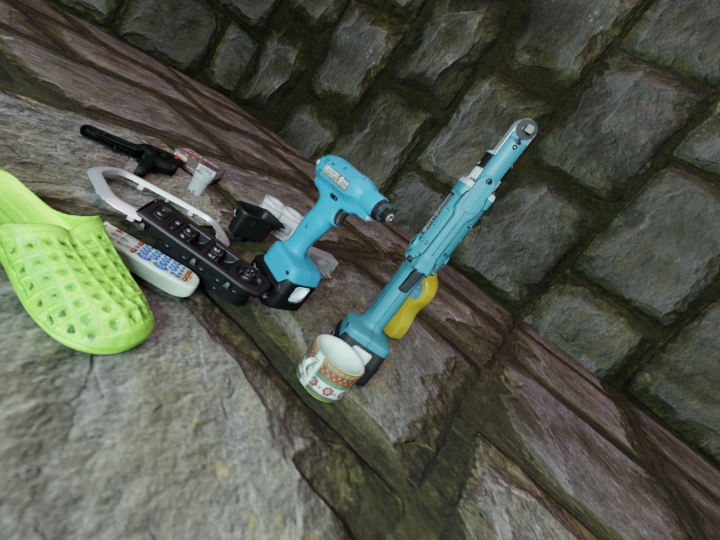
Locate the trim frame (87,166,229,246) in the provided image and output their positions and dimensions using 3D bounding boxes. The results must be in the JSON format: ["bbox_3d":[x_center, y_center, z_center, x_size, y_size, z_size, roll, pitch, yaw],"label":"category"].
[{"bbox_3d":[-0.328,-0.100,0.703,0.238,0.027,0.192,27,16,-26],"label":"trim frame"}]

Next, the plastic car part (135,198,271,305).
[{"bbox_3d":[-0.219,-0.015,0.585,0.200,0.067,0.067,33,15,-7],"label":"plastic car part"}]

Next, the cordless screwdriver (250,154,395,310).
[{"bbox_3d":[-0.063,-0.042,0.649,0.070,0.249,0.168,18,23,-51],"label":"cordless screwdriver"}]

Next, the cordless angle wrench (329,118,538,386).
[{"bbox_3d":[0.094,-0.024,0.589,0.074,0.423,0.098,35,14,-5],"label":"cordless angle wrench"}]

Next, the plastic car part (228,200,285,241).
[{"bbox_3d":[-0.216,-0.089,0.825,0.069,0.071,0.111,42,16,25],"label":"plastic car part"}]
